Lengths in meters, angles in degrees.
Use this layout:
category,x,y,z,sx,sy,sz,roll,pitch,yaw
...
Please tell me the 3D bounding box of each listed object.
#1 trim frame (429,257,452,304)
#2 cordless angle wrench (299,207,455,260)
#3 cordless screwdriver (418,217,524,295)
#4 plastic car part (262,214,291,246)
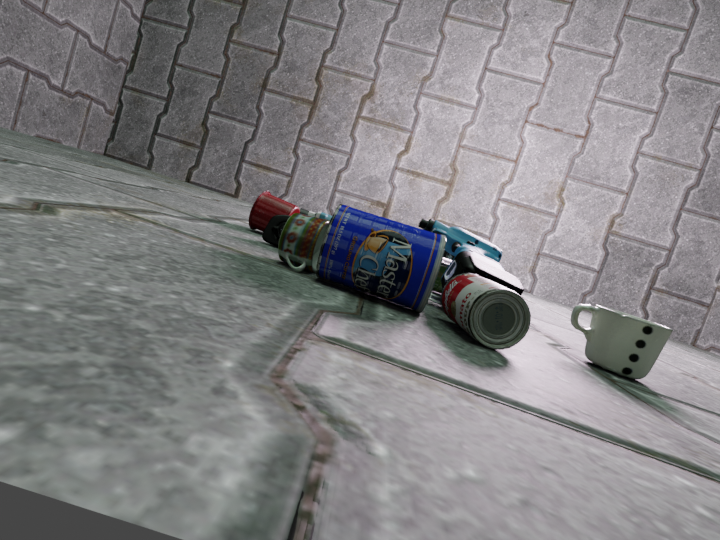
category,x,y,z,sx,sy,sz,roll,pitch,yaw
trim frame,0.173,0.026,0.729,0.240,0.027,0.191,18,29,-21
cordless angle wrench,-0.001,-0.075,0.976,0.426,0.098,0.074,20,3,4
cordless screwdriver,0.168,-0.018,0.702,0.160,0.074,0.249,27,23,0
plastic car part,-0.075,-0.049,0.766,0.203,0.066,0.067,18,-5,0
